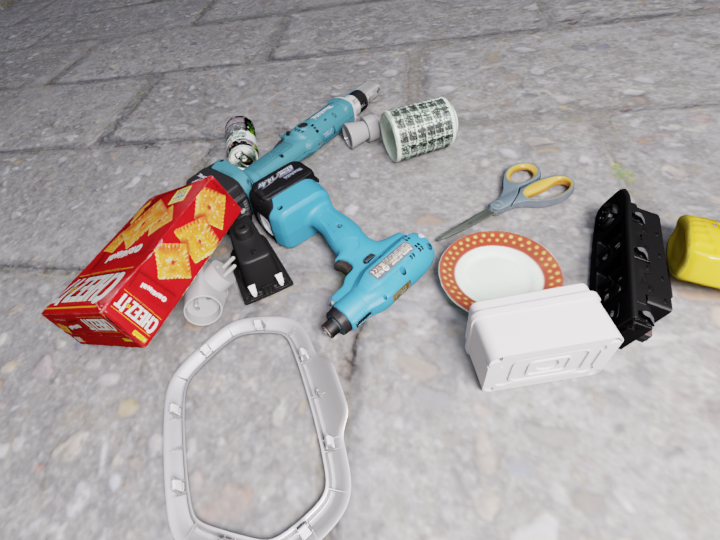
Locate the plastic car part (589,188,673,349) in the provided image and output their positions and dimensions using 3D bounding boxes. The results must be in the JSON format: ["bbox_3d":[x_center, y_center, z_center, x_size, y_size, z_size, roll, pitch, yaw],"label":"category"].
[{"bbox_3d":[0.280,-0.007,0.437,0.068,0.064,0.205,13,52,9],"label":"plastic car part"}]

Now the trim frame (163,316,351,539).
[{"bbox_3d":[-0.106,0.145,0.416,0.183,0.026,0.261,-19,46,-5],"label":"trim frame"}]

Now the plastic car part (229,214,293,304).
[{"bbox_3d":[-0.142,-0.026,0.548,0.065,0.068,0.123,-23,51,-13],"label":"plastic car part"}]

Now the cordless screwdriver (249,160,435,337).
[{"bbox_3d":[-0.052,-0.034,0.534,0.157,0.071,0.262,-40,56,-22],"label":"cordless screwdriver"}]

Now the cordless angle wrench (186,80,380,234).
[{"bbox_3d":[-0.096,-0.221,0.712,0.103,0.071,0.418,26,57,30],"label":"cordless angle wrench"}]
